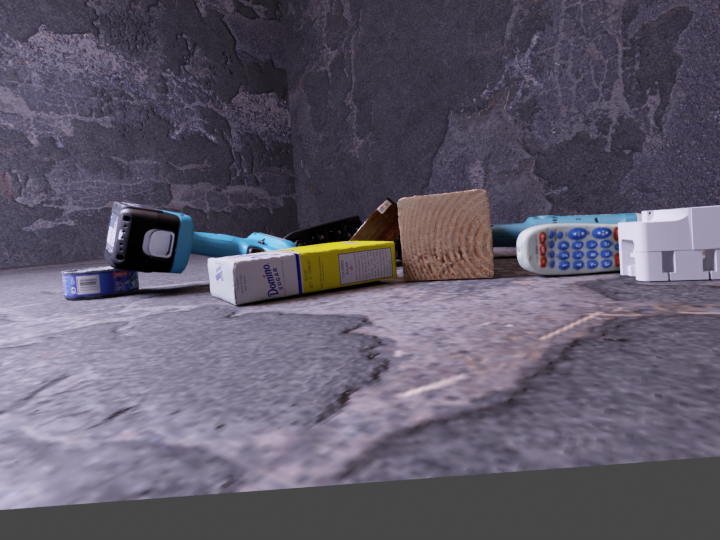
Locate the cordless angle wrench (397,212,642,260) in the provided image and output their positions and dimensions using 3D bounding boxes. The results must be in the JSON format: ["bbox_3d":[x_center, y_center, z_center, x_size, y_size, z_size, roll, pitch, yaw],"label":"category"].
[{"bbox_3d":[0.265,-0.052,0.606,0.441,0.074,0.094,1,7,28],"label":"cordless angle wrench"}]

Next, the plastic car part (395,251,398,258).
[{"bbox_3d":[0.070,-0.059,0.794,0.067,0.071,0.115,-6,1,5],"label":"plastic car part"}]

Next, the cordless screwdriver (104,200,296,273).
[{"bbox_3d":[-0.185,-0.028,0.546,0.236,0.074,0.168,7,6,-42],"label":"cordless screwdriver"}]

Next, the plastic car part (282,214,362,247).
[{"bbox_3d":[-0.072,-0.047,0.738,0.070,0.066,0.196,-9,9,40],"label":"plastic car part"}]
